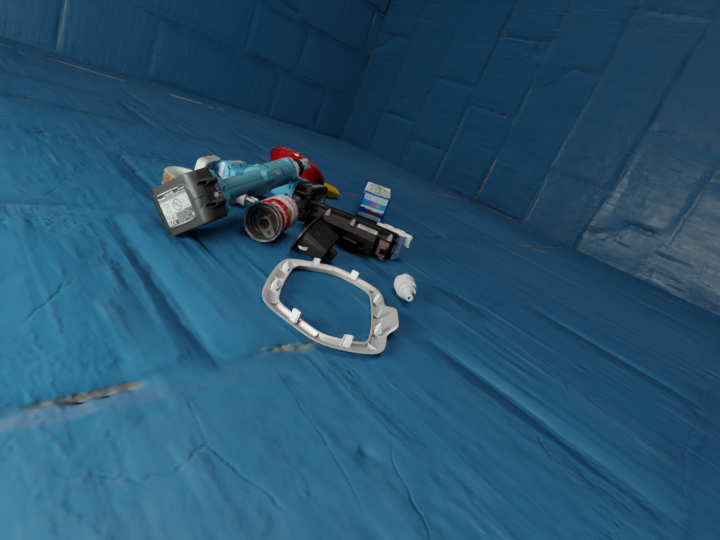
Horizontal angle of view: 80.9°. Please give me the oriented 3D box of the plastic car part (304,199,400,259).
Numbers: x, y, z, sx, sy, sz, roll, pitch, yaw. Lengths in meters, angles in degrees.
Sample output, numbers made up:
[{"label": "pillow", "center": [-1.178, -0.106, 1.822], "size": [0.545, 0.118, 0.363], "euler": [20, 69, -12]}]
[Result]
[{"label": "plastic car part", "center": [-0.030, -0.075, 0.852], "size": [0.208, 0.065, 0.066], "euler": [27, 45, 13]}]

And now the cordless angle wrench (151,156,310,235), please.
[{"label": "cordless angle wrench", "center": [-0.185, -0.162, 0.758], "size": [0.101, 0.073, 0.418], "euler": [-16, 15, 24]}]

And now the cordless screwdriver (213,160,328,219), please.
[{"label": "cordless screwdriver", "center": [-0.199, -0.199, 0.984], "size": [0.255, 0.074, 0.157], "euler": [21, 18, 12]}]

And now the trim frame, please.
[{"label": "trim frame", "center": [-0.037, 0.037, 0.582], "size": [0.184, 0.027, 0.251], "euler": [21, 17, -3]}]

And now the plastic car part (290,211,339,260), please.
[{"label": "plastic car part", "center": [-0.072, -0.047, 0.734], "size": [0.071, 0.066, 0.117], "euler": [36, 21, -5]}]
